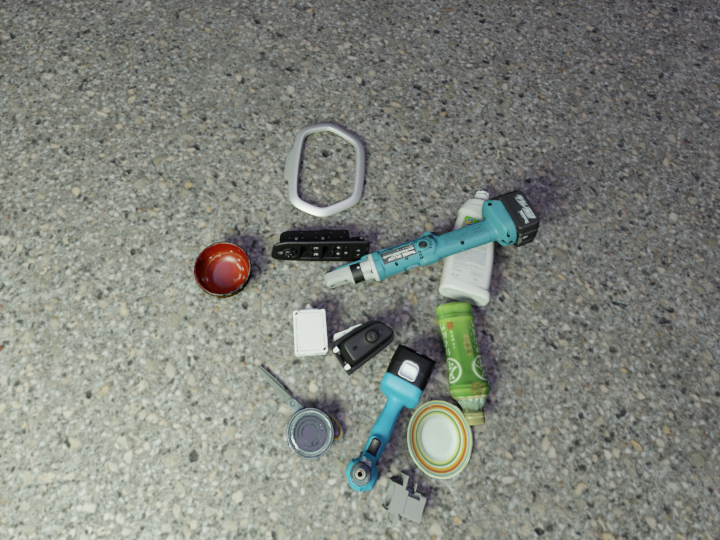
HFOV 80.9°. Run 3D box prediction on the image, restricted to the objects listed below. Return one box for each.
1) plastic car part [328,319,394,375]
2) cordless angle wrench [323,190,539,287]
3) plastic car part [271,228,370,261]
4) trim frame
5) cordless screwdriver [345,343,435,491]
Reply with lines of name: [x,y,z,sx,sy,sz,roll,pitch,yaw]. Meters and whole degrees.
plastic car part: [0.010,0.126,0.757,0.115,0.070,0.068,-33,78,-11]
cordless angle wrench: [0.128,-0.042,0.847,0.426,0.071,0.102,-19,59,7]
plastic car part: [-0.087,-0.057,0.887,0.201,0.065,0.069,-4,61,-5]
trim frame: [-0.082,-0.236,0.973,0.183,0.027,0.253,4,71,-2]
cordless screwdriver: [0.047,0.251,0.724,0.077,0.154,0.249,24,68,14]
